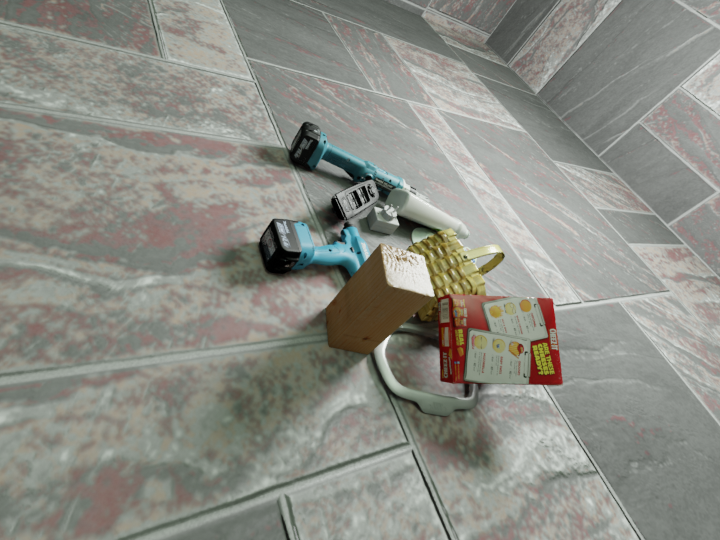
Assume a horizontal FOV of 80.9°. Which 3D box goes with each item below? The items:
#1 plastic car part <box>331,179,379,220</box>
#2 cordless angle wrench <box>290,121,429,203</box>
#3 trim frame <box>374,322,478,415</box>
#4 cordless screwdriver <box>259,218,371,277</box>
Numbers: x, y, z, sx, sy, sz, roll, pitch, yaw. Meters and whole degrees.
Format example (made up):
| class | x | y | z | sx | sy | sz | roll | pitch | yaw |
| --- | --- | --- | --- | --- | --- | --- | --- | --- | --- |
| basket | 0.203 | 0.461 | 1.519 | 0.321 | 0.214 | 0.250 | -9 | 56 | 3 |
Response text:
| class | x | y | z | sx | sy | sz | roll | pitch | yaw |
| --- | --- | --- | --- | --- | --- | --- | --- | --- | --- |
| plastic car part | -0.016 | -0.173 | 1.049 | 0.066 | 0.069 | 0.198 | 59 | 41 | -5 |
| cordless angle wrench | 0.016 | -0.263 | 1.142 | 0.408 | 0.098 | 0.077 | 22 | 40 | -20 |
| trim frame | 0.132 | 0.190 | 0.837 | 0.239 | 0.027 | 0.191 | 16 | 43 | -23 |
| cordless screwdriver | -0.087 | -0.057 | 0.892 | 0.237 | 0.075 | 0.166 | 9 | 47 | -33 |
